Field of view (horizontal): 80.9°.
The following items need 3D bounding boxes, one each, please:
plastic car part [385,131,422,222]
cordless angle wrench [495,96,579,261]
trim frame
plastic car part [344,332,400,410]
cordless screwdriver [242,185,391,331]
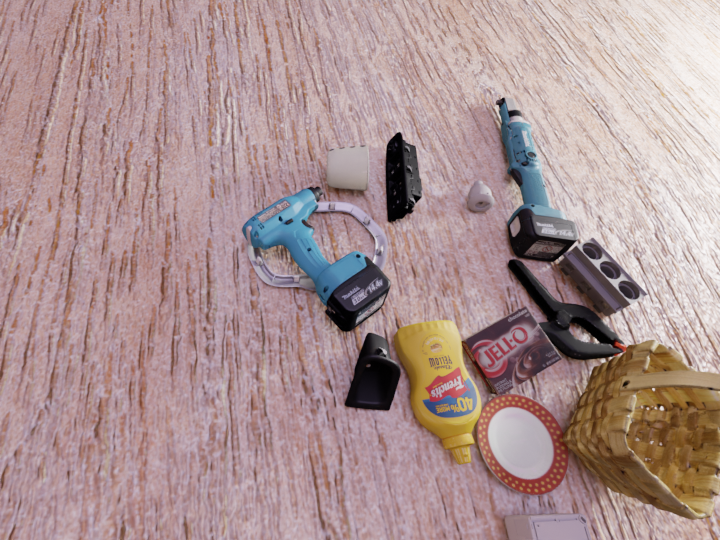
[{"bbox_3d":[0.086,-0.187,0.821,0.065,0.066,0.209,6,58,-17],"label":"plastic car part"},{"bbox_3d":[0.334,-0.216,0.864,0.097,0.073,0.434,6,56,-5],"label":"cordless angle wrench"},{"bbox_3d":[-0.072,-0.047,0.738,0.244,0.027,0.190,-5,60,-11],"label":"trim frame"},{"bbox_3d":[0.018,0.135,0.596,0.065,0.114,0.073,6,35,-7],"label":"plastic car part"},{"bbox_3d":[-0.056,-0.034,0.681,0.157,0.072,0.259,-38,66,-25],"label":"cordless screwdriver"}]
